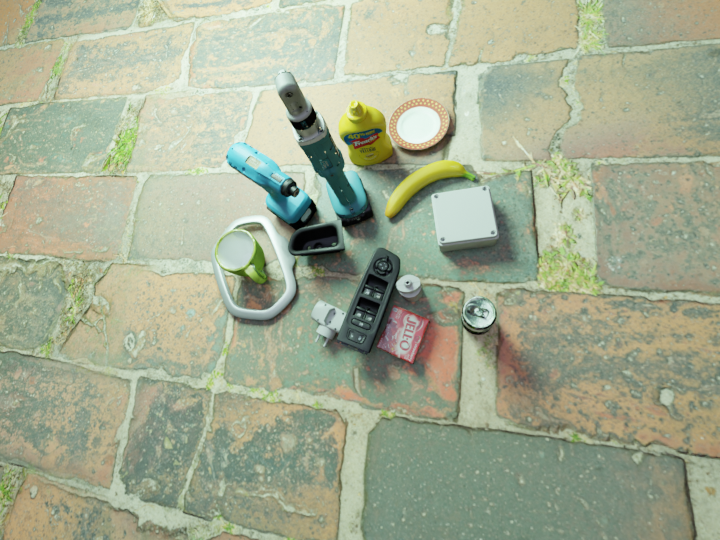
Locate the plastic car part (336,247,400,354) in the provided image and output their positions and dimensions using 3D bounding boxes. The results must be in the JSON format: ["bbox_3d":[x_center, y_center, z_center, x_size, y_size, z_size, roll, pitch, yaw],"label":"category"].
[{"bbox_3d":[0.025,0.057,0.816,0.069,0.064,0.204,18,79,19],"label":"plastic car part"}]

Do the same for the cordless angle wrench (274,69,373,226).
[{"bbox_3d":[-0.057,-0.190,0.731,0.075,0.407,0.101,-19,72,7],"label":"cordless angle wrench"}]

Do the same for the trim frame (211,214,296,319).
[{"bbox_3d":[-0.236,-0.008,0.935,0.185,0.026,0.257,-28,68,7],"label":"trim frame"}]

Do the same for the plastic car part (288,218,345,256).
[{"bbox_3d":[-0.086,-0.056,0.882,0.119,0.068,0.067,-10,72,13],"label":"plastic car part"}]

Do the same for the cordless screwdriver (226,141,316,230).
[{"bbox_3d":[-0.151,-0.151,0.838,0.166,0.239,0.074,35,85,20],"label":"cordless screwdriver"}]
